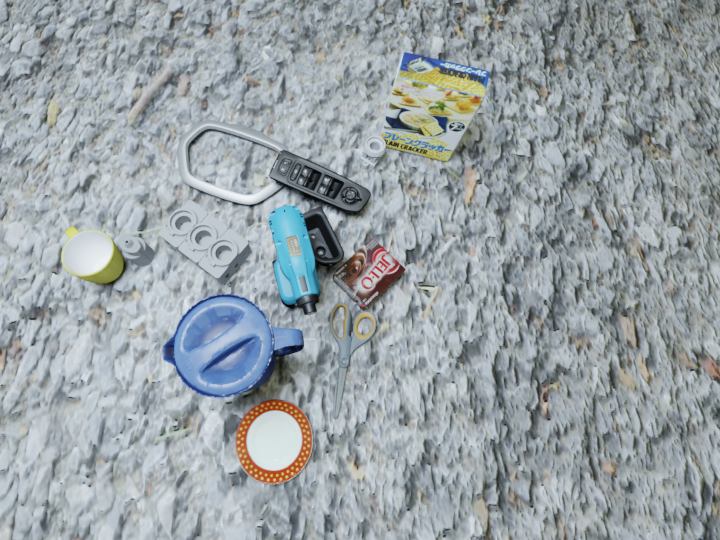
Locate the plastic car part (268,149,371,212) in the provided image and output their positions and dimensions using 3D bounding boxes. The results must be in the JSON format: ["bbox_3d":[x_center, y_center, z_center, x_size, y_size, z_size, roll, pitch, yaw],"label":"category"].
[{"bbox_3d":[-0.081,-0.168,0.854,0.206,0.066,0.066,23,72,6],"label":"plastic car part"}]

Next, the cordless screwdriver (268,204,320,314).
[{"bbox_3d":[-0.102,0.013,0.694,0.073,0.245,0.163,-14,74,-10],"label":"cordless screwdriver"}]

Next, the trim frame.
[{"bbox_3d":[-0.268,-0.233,0.894,0.251,0.027,0.185,18,71,5],"label":"trim frame"}]

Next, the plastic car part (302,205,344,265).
[{"bbox_3d":[-0.079,-0.052,0.811,0.065,0.070,0.120,-25,74,-12],"label":"plastic car part"}]
